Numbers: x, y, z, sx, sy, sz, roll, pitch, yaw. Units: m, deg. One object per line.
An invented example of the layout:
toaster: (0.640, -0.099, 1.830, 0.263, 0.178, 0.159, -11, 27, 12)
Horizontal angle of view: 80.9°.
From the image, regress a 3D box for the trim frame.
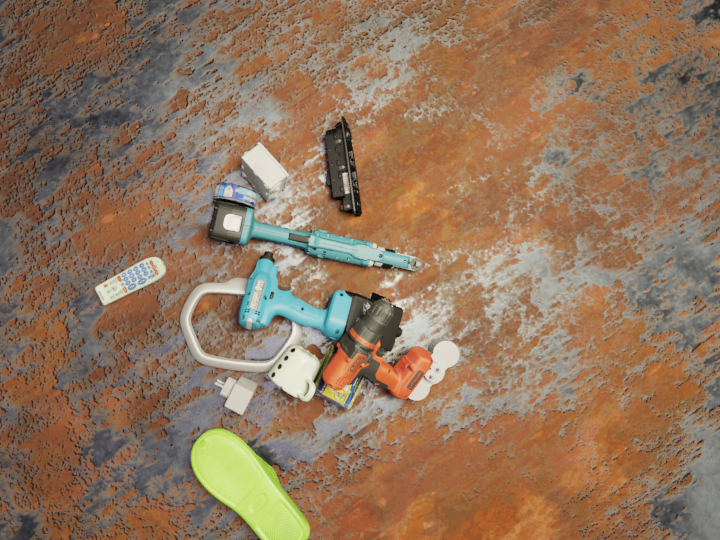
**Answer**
trim frame: (-0.242, 0.109, 0.857, 0.249, 0.027, 0.184, 6, 87, 2)

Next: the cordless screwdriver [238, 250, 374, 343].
cordless screwdriver: (-0.101, 0.056, 0.828, 0.247, 0.073, 0.162, 13, 60, -4)

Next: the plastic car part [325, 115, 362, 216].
plastic car part: (-0.037, -0.211, 0.869, 0.069, 0.064, 0.203, -5, 87, 22)

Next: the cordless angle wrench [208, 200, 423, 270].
cordless angle wrench: (-0.083, -0.054, 0.845, 0.420, 0.098, 0.074, 12, 87, -4)

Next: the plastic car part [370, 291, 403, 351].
plastic car part: (0.050, 0.110, 0.847, 0.069, 0.068, 0.116, 12, 90, -17)
